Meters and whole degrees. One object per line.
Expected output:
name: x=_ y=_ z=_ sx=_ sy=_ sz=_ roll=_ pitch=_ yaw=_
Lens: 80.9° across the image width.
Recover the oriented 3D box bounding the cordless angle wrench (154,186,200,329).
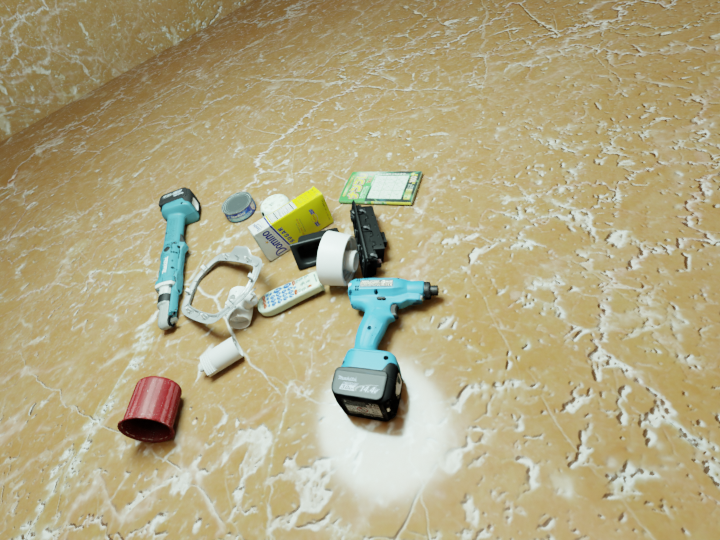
cordless angle wrench: x=-0.456 y=-0.038 z=1.031 sx=0.099 sy=0.071 sz=0.441 roll=-19 pitch=49 yaw=5

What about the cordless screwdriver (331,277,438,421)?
cordless screwdriver: x=0.045 y=0.112 z=0.695 sx=0.164 sy=0.071 sz=0.253 roll=-4 pitch=46 yaw=18

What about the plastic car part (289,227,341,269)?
plastic car part: x=-0.089 y=-0.058 z=0.909 sx=0.117 sy=0.063 sz=0.074 roll=-18 pitch=32 yaw=2

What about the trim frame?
trim frame: x=-0.300 y=0.025 z=0.897 sx=0.261 sy=0.026 sz=0.184 roll=6 pitch=57 yaw=48

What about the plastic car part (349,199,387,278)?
plastic car part: x=0.015 y=-0.075 z=0.875 sx=0.067 sy=0.064 sz=0.212 roll=-13 pitch=46 yaw=-4
